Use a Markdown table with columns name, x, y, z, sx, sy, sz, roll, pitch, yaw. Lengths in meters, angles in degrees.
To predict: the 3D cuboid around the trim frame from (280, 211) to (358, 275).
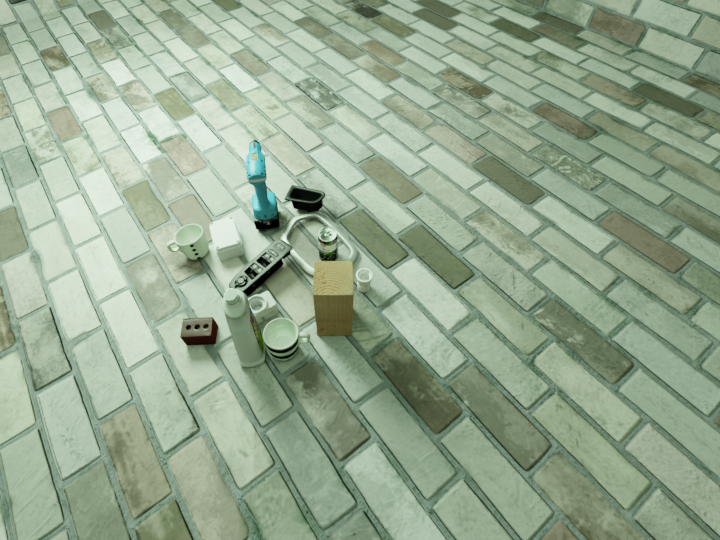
| name | x | y | z | sx | sy | sz | roll | pitch | yaw |
| --- | --- | --- | --- | --- | --- | --- | --- | --- | --- |
| trim frame | -0.120 | -0.079 | 1.232 | 0.181 | 0.026 | 0.261 | -35 | 60 | -20 |

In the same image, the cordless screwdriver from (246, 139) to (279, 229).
| name | x | y | z | sx | sy | sz | roll | pitch | yaw |
| --- | --- | --- | --- | --- | --- | --- | --- | --- | --- |
| cordless screwdriver | -0.288 | -0.244 | 1.229 | 0.074 | 0.241 | 0.165 | -7 | 55 | -7 |

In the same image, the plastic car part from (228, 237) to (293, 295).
| name | x | y | z | sx | sy | sz | roll | pitch | yaw |
| --- | --- | --- | --- | --- | --- | --- | --- | --- | --- |
| plastic car part | -0.274 | -0.001 | 1.160 | 0.069 | 0.065 | 0.200 | 36 | 63 | 23 |

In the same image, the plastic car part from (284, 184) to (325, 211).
| name | x | y | z | sx | sy | sz | roll | pitch | yaw |
| --- | --- | --- | --- | --- | --- | --- | --- | --- | --- |
| plastic car part | -0.167 | -0.212 | 1.305 | 0.119 | 0.068 | 0.066 | 14 | 56 | 12 |
